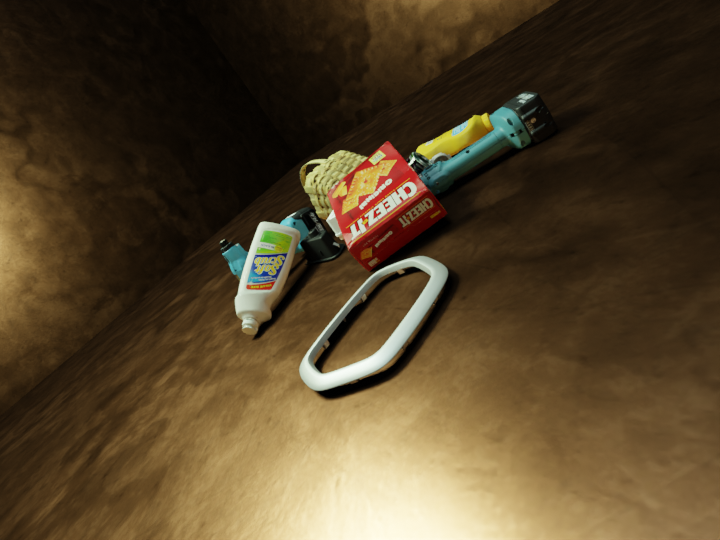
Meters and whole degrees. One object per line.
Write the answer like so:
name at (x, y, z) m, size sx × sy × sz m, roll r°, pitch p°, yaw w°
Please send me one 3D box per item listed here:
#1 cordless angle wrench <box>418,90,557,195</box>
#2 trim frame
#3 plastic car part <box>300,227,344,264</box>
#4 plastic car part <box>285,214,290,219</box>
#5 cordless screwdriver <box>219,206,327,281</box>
cordless angle wrench at (0.148, -0.178, 0.814) m, size 0.429 × 0.072 × 0.099 m, roll -32°, pitch 19°, yaw 18°
trim frame at (0.017, 0.061, 0.557) m, size 0.192 × 0.026 × 0.247 m, roll -9°, pitch 36°, yaw 51°
plastic car part at (-0.091, -0.060, 0.934) m, size 0.065 × 0.069 × 0.121 m, roll -48°, pitch 19°, yaw -28°
plastic car part at (-0.200, -0.098, 1.220) m, size 0.068 × 0.064 × 0.205 m, roll -4°, pitch 27°, yaw 12°
cordless screwdriver at (-0.206, -0.066, 1.010) m, size 0.246 × 0.155 × 0.077 m, roll -45°, pitch 16°, yaw -28°
